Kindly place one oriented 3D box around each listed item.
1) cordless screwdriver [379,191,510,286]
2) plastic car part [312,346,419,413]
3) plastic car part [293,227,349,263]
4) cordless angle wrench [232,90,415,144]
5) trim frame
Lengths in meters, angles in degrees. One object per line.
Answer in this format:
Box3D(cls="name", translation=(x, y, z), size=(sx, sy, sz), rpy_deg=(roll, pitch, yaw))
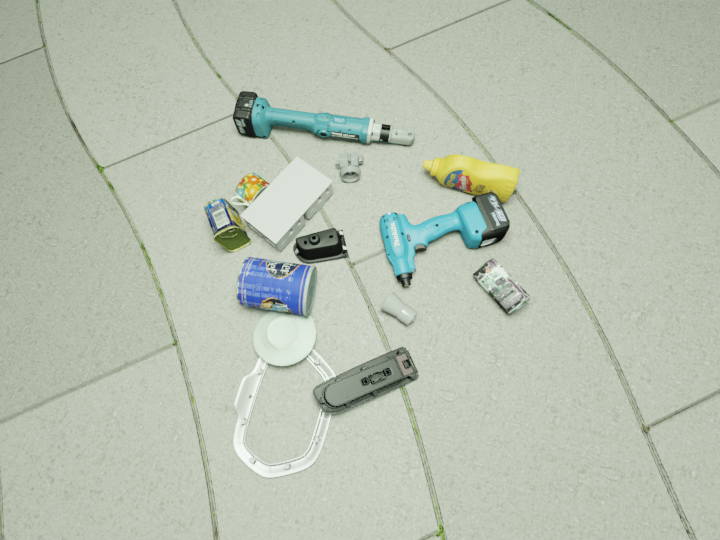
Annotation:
Box3D(cls="cordless screwdriver", translation=(0.174, -0.064, 0.874), size=(0.250, 0.072, 0.163), rpy_deg=(-12, 70, 5))
Box3D(cls="plastic car part", translation=(0.012, 0.207, 0.783), size=(0.201, 0.066, 0.067), rpy_deg=(-21, 80, -8))
Box3D(cls="plastic car part", translation=(-0.088, -0.057, 0.898), size=(0.116, 0.069, 0.068), rpy_deg=(-11, 69, -3))
Box3D(cls="cordless angle wrench", translation=(-0.084, -0.343, 0.997), size=(0.427, 0.096, 0.075), rpy_deg=(10, 75, 5))
Box3D(cls="trim frame", translation=(-0.147, 0.260, 0.808), size=(0.188, 0.027, 0.250), rpy_deg=(13, 73, 11))
